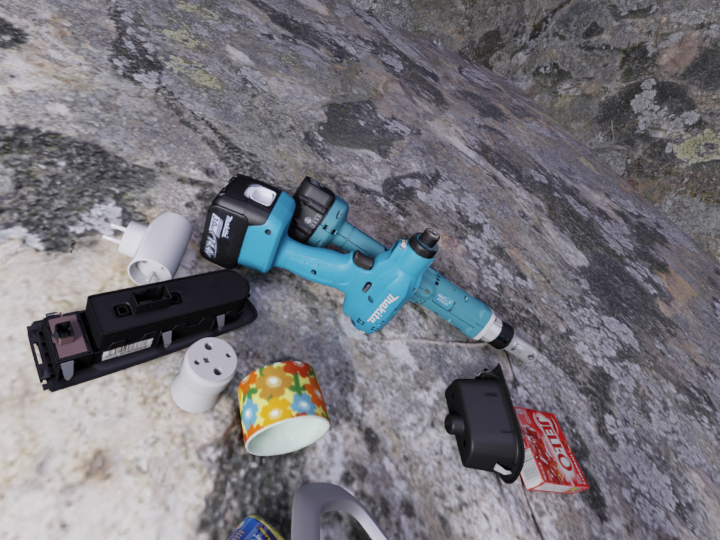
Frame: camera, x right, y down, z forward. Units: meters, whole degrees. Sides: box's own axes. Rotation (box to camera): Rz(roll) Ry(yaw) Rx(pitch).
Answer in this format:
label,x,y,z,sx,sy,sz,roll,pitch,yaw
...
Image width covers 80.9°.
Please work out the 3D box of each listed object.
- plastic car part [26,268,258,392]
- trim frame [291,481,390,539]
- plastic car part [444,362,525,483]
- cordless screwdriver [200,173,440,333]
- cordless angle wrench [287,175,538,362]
label,x,y,z,sx,sy,sz,roll,pitch,yaw
plastic car part,-0.183,0.037,0.393,0.194,0.067,0.069,-11,50,-47
trim frame,0.035,0.248,0.259,0.257,0.027,0.177,46,4,18
plastic car part,0.130,0.169,0.477,0.070,0.065,0.120,9,45,-8
cordless screwdriver,-0.047,-0.031,0.483,0.246,0.159,0.075,27,38,-7
cordless angle wrench,0.081,0.016,0.592,0.416,0.074,0.099,33,11,-8
